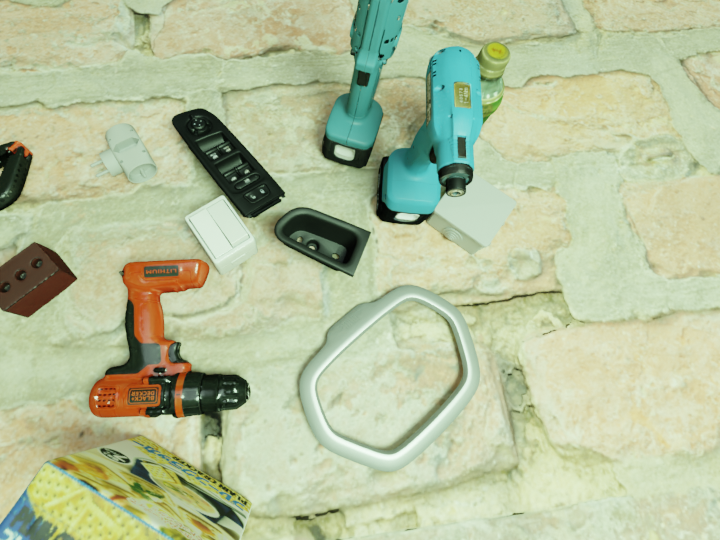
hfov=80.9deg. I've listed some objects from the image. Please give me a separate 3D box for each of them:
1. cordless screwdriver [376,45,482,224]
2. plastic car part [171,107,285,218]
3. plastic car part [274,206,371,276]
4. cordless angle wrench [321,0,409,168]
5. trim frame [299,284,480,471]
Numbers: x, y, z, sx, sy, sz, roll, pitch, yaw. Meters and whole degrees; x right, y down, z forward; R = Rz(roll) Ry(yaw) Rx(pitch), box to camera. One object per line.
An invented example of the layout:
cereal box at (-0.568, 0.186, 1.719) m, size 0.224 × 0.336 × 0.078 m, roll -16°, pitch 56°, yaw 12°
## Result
cordless screwdriver at (0.077, -0.119, 0.512) m, size 0.074 × 0.246 × 0.162 m, roll 6°, pitch 72°, yaw -7°
plastic car part at (-0.190, -0.152, 0.601) m, size 0.065 × 0.066 × 0.208 m, roll -37°, pitch 77°, yaw -16°
plastic car part at (-0.055, -0.036, 0.567) m, size 0.117 × 0.070 × 0.066 m, roll 23°, pitch 71°, yaw 3°
cordless angle wrench at (0.016, -0.260, 0.467) m, size 0.074 × 0.419 × 0.099 m, roll 18°, pitch 71°, yaw -3°
trim frame at (0.040, 0.127, 0.537) m, size 0.246 × 0.027 × 0.188 m, roll -40°, pitch 78°, yaw -16°
